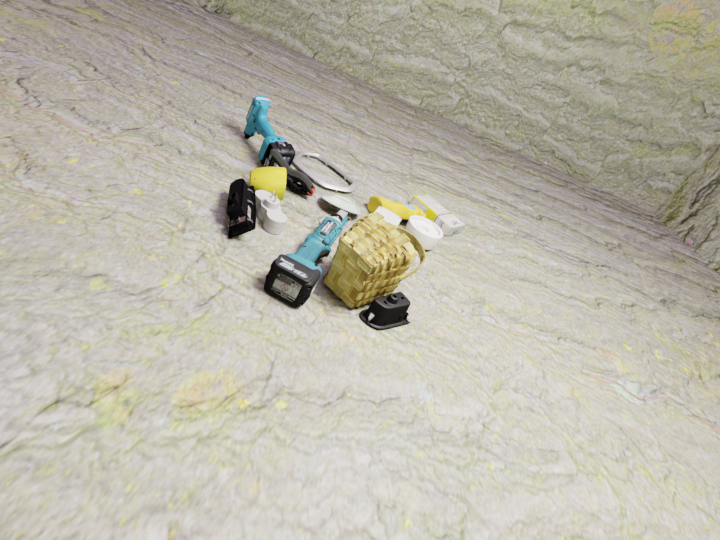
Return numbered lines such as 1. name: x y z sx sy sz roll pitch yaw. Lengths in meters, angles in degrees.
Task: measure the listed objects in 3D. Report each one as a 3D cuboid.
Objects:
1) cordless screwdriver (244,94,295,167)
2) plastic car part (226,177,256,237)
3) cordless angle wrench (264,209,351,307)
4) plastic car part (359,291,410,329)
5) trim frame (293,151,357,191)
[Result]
1. cordless screwdriver: -0.297 -0.402 1.310 0.071 0.160 0.258 -6 60 -38
2. plastic car part: -0.289 -0.160 1.004 0.064 0.067 0.211 58 10 -35
3. cordless angle wrench: -0.098 -0.064 1.004 0.098 0.074 0.423 27 31 0
4. plastic car part: 0.062 0.079 0.903 0.111 0.070 0.069 -5 43 -43
5. trim frame: -0.119 -0.327 1.396 0.260 0.027 0.178 39 37 24
